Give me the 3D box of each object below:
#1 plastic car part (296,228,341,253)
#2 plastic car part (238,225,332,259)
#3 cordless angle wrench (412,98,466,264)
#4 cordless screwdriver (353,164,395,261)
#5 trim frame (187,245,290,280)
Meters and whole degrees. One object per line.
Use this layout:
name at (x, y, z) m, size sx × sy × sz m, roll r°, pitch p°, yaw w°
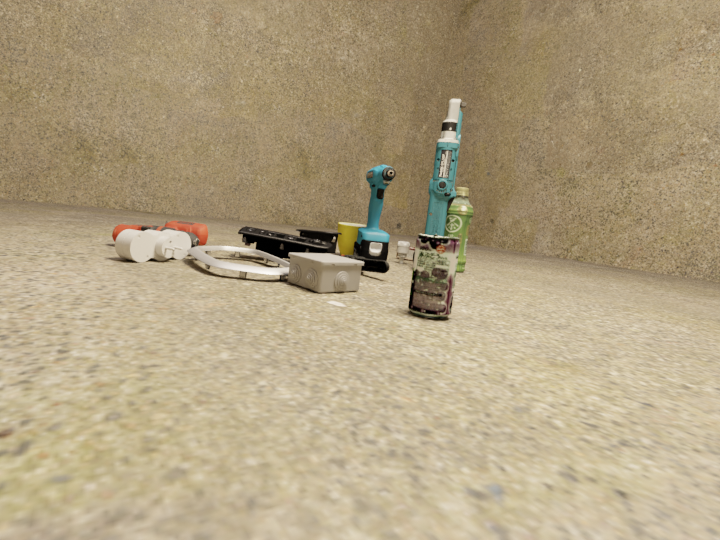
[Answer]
plastic car part at (-0.106, -0.069, 1.086) m, size 0.123 × 0.070 × 0.063 m, roll 13°, pitch 8°, yaw 41°
plastic car part at (-0.162, -0.051, 0.913) m, size 0.203 × 0.067 × 0.067 m, roll 6°, pitch 6°, yaw -1°
cordless angle wrench at (0.202, -0.205, 1.036) m, size 0.100 × 0.421 × 0.073 m, roll 8°, pitch 5°, yaw 12°
cordless screwdriver at (0.042, -0.138, 1.054) m, size 0.073 × 0.247 × 0.163 m, roll 6°, pitch 5°, yaw -12°
trim frame at (-0.209, -0.017, 0.765) m, size 0.176 × 0.027 × 0.262 m, roll 1°, pitch 9°, yaw -36°
